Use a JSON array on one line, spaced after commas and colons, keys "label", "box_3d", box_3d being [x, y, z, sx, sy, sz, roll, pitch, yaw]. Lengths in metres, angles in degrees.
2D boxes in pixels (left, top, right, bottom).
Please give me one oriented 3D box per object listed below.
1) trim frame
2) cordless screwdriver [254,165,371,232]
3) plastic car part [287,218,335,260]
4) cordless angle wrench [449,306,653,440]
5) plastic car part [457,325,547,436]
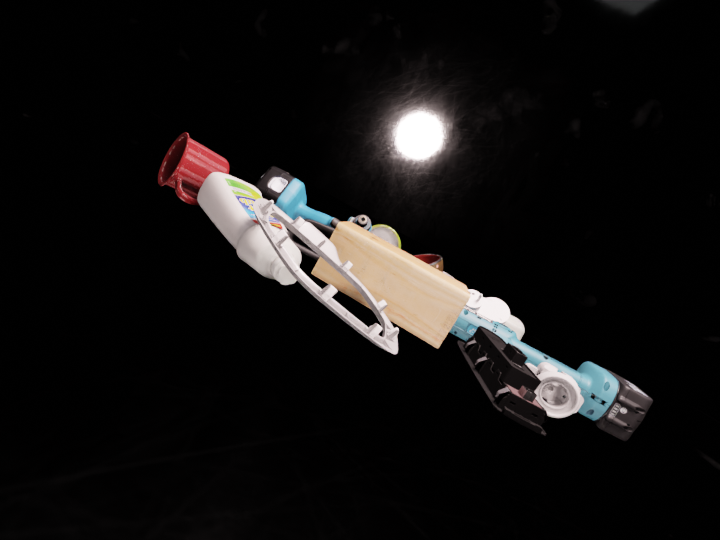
[{"label": "trim frame", "box_3d": [-0.032, 0.003, 0.491, 0.237, 0.028, 0.192, 40, 11, -29]}, {"label": "cordless screwdriver", "box_3d": [-0.088, -0.112, 0.803, 0.254, 0.074, 0.156, 32, -20, 10]}, {"label": "plastic car part", "box_3d": [-0.073, -0.048, 0.750, 0.116, 0.066, 0.071, 25, -5, -1]}, {"label": "cordless angle wrench", "box_3d": [0.220, 0.112, 0.687, 0.435, 0.074, 0.095, 28, 10, 15]}, {"label": "plastic car part", "box_3d": [0.178, 0.123, 0.550, 0.066, 0.067, 0.205, 21, 8, -5]}]
